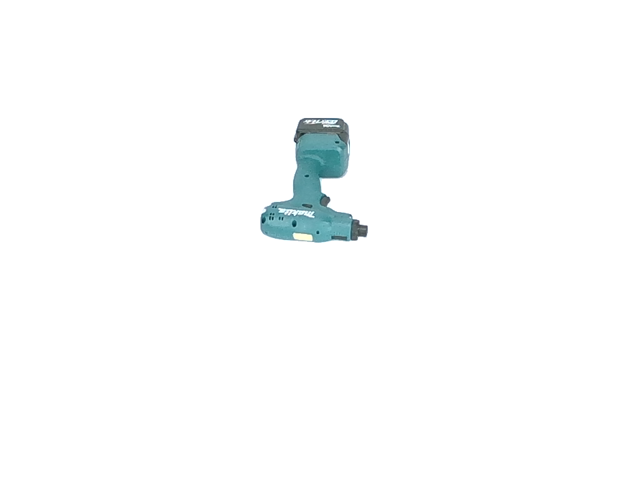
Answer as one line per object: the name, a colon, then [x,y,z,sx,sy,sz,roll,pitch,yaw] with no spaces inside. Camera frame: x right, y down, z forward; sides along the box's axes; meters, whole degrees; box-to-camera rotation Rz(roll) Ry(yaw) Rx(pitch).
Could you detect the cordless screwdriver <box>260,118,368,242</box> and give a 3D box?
cordless screwdriver: [0.010,-0.097,0.695,0.160,0.247,0.074,7,-38,9]
